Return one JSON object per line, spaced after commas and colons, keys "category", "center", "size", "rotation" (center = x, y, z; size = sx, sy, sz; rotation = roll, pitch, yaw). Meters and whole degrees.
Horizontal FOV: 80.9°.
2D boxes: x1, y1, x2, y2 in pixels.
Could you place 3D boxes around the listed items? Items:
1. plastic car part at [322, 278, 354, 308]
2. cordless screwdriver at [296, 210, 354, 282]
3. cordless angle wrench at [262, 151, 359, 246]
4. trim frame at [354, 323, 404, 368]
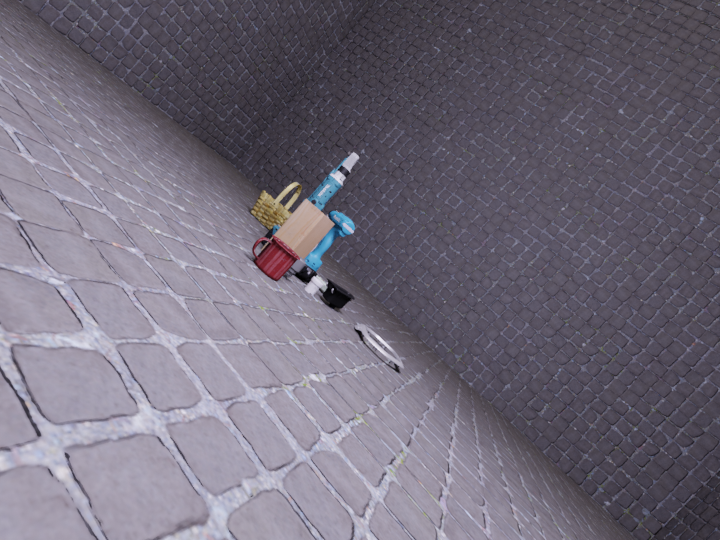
{"category": "plastic car part", "center": [-0.075, 0.086, 1.334], "size": [0.110, 0.071, 0.070], "rotation": [39, 3, -44]}
{"category": "cordless screwdriver", "center": [-0.135, -0.088, 1.382], "size": [0.071, 0.249, 0.167], "rotation": [40, 3, -33]}
{"category": "cordless angle wrench", "center": [-0.152, -0.220, 1.392], "size": [0.100, 0.423, 0.073], "rotation": [42, 3, 9]}
{"category": "trim frame", "center": [0.057, 0.233, 1.325], "size": [0.184, 0.027, 0.249], "rotation": [41, 2, -3]}
